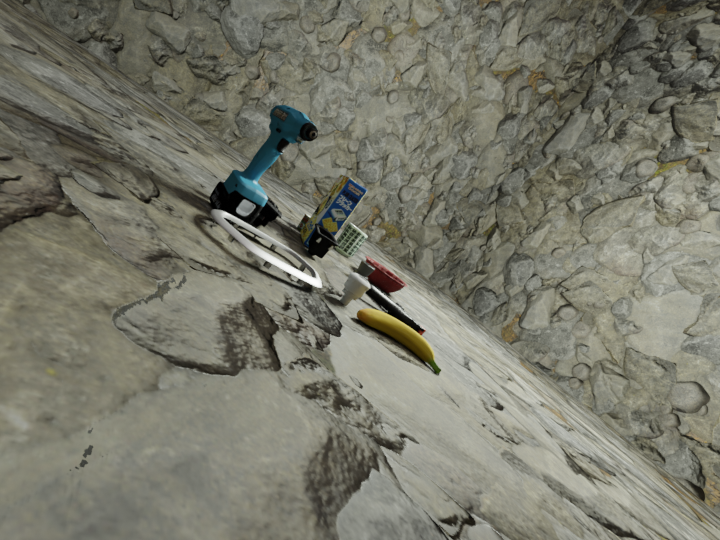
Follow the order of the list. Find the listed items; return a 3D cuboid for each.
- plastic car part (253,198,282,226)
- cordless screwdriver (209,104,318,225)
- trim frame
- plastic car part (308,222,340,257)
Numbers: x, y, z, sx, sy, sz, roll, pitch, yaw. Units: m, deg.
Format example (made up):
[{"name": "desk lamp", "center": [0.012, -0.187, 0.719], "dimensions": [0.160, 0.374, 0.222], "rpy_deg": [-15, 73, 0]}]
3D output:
[{"name": "plastic car part", "center": [-0.215, -0.132, 0.966], "dimensions": [0.065, 0.067, 0.207], "rpy_deg": [34, 7, -13]}, {"name": "cordless screwdriver", "center": [-0.180, -0.195, 0.806], "dimensions": [0.070, 0.249, 0.168], "rpy_deg": [30, 10, -41]}, {"name": "trim frame", "center": [-0.162, -0.036, 0.749], "dimensions": [0.234, 0.027, 0.195], "rpy_deg": [29, 9, -42]}, {"name": "plastic car part", "center": [-0.103, -0.068, 1.057], "dimensions": [0.064, 0.071, 0.120], "rpy_deg": [34, 7, -19]}]
